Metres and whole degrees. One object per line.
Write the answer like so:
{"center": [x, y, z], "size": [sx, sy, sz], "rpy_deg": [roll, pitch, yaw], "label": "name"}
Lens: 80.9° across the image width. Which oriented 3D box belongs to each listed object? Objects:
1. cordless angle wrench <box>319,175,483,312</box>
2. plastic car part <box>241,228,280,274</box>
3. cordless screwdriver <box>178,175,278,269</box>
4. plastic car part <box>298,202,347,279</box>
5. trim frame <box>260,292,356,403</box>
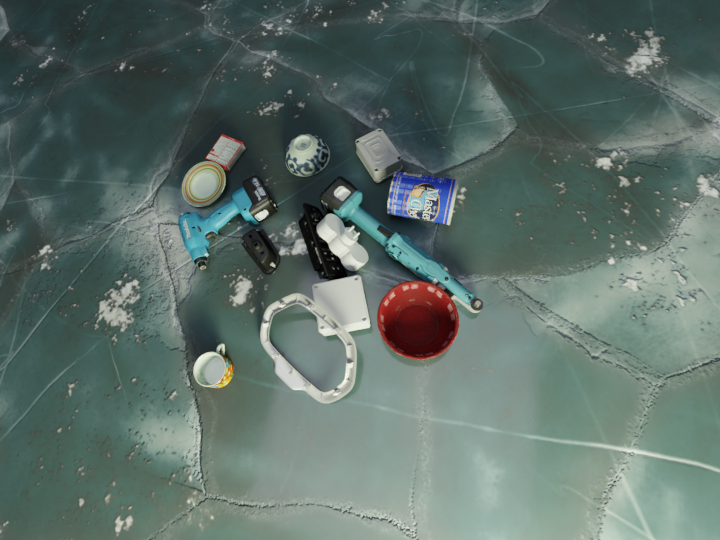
{"center": [0.087, -0.052, 0.934], "size": [0.438, 0.095, 0.074], "rpy_deg": [40, 79, 18], "label": "cordless angle wrench"}
{"center": [-0.240, -0.053, 1.002], "size": [0.066, 0.068, 0.122], "rpy_deg": [-37, 64, -5], "label": "plastic car part"}
{"center": [-0.325, -0.117, 1.045], "size": [0.249, 0.071, 0.165], "rpy_deg": [-27, 65, 3], "label": "cordless screwdriver"}
{"center": [-0.096, -0.063, 0.984], "size": [0.068, 0.063, 0.209], "rpy_deg": [-40, 59, 42], "label": "plastic car part"}
{"center": [-0.114, 0.161, 0.878], "size": [0.258, 0.026, 0.184], "rpy_deg": [38, 109, 20], "label": "trim frame"}
